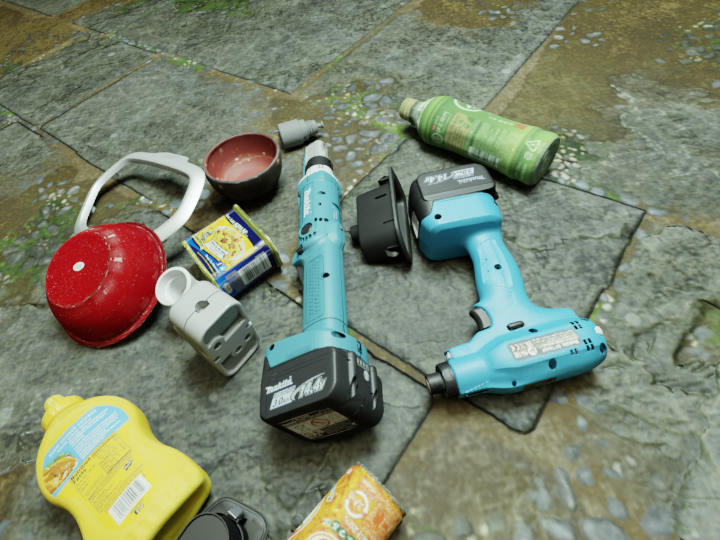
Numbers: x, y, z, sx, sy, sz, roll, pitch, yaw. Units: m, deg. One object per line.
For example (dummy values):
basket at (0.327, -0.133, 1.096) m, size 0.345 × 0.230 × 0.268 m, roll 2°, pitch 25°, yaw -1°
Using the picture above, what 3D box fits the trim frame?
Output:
trim frame at (-0.321, -0.102, 0.609) m, size 0.262 × 0.026 × 0.184 m, roll 17°, pitch 70°, yaw 34°

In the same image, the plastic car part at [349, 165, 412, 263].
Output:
plastic car part at (0.022, -0.059, 0.524) m, size 0.073 × 0.062 × 0.119 m, roll -13°, pitch 53°, yaw 22°

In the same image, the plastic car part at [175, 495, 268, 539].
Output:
plastic car part at (-0.150, 0.261, 0.305) m, size 0.070 × 0.064 × 0.202 m, roll 19°, pitch 55°, yaw 30°

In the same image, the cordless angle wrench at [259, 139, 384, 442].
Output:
cordless angle wrench at (-0.049, -0.032, 0.500) m, size 0.100 × 0.070 × 0.438 m, roll -29°, pitch 43°, yaw 23°

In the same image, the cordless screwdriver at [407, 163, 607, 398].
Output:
cordless screwdriver at (0.110, 0.004, 0.447) m, size 0.159 × 0.071 × 0.259 m, roll -16°, pitch 55°, yaw -3°
